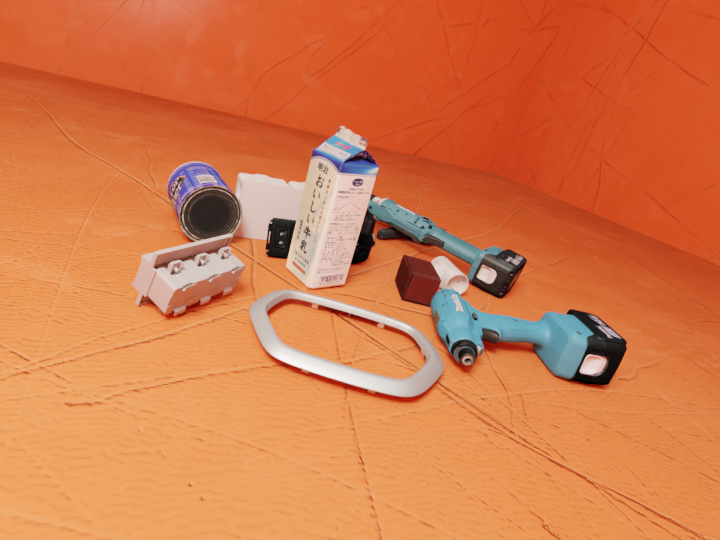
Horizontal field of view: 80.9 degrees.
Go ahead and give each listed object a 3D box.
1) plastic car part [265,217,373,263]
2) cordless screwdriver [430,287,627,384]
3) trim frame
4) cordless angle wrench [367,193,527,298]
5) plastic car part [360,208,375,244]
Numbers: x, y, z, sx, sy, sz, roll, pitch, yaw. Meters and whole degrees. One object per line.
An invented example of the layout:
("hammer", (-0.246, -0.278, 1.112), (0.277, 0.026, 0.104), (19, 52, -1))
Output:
("plastic car part", (-0.075, -0.049, 0.764), (0.196, 0.066, 0.069), (5, -2, -21))
("cordless screwdriver", (0.229, 0.099, 0.587), (0.249, 0.073, 0.161), (11, 22, 0))
("trim frame", (-0.018, 0.082, 0.525), (0.249, 0.027, 0.186), (14, 23, 0))
("cordless angle wrench", (0.133, -0.088, 0.918), (0.444, 0.073, 0.094), (32, 30, 27))
("plastic car part", (-0.006, -0.105, 0.920), (0.063, 0.070, 0.123), (-7, 29, -44))
